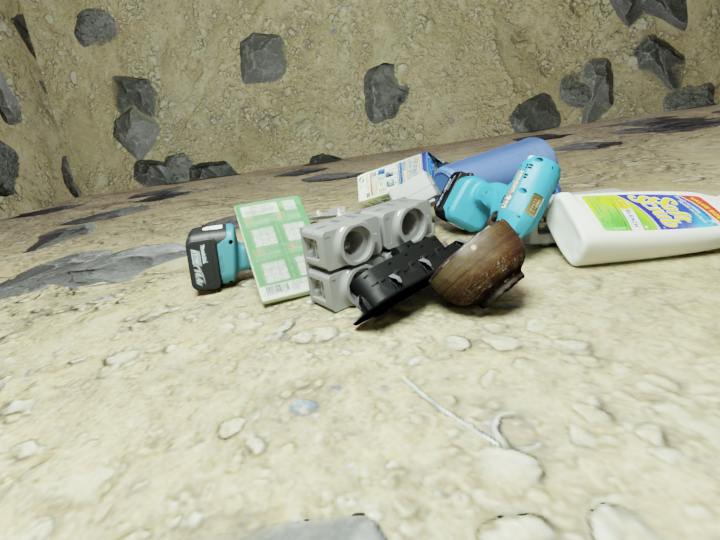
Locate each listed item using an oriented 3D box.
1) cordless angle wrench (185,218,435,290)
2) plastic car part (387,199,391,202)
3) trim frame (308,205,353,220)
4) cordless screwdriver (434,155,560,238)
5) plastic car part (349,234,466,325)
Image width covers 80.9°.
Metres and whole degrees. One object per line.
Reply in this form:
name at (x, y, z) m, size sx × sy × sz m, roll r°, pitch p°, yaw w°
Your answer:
cordless angle wrench at (-0.070, -0.046, 0.712) m, size 0.416 × 0.096 × 0.077 m, roll -8°, pitch 17°, yaw -12°
plastic car part at (0.090, -0.129, 0.914) m, size 0.070 × 0.064 × 0.121 m, roll -26°, pitch 25°, yaw -6°
trim frame at (-0.121, -0.102, 0.914) m, size 0.179 × 0.027 × 0.259 m, roll -25°, pitch 15°, yaw -27°
cordless screwdriver at (0.199, -0.092, 0.684) m, size 0.073 × 0.159 × 0.254 m, roll 26°, pitch 2°, yaw -14°
plastic car part at (0.060, 0.001, 0.519) m, size 0.198 × 0.068 × 0.067 m, roll -31°, pitch -7°, yaw -39°
